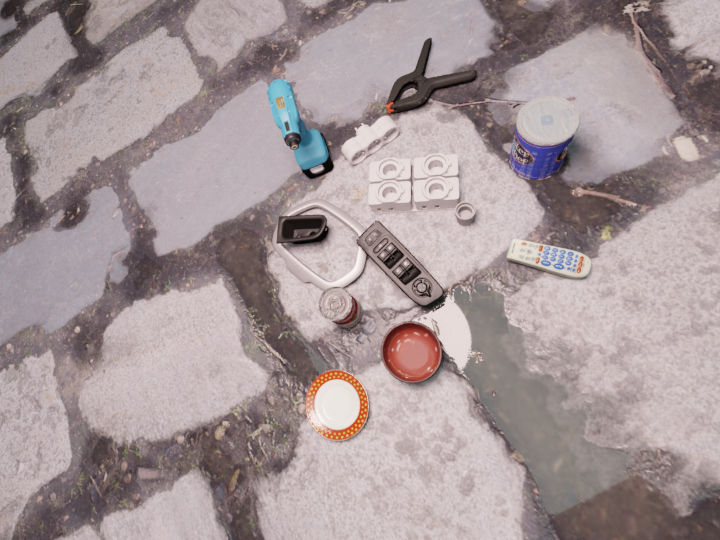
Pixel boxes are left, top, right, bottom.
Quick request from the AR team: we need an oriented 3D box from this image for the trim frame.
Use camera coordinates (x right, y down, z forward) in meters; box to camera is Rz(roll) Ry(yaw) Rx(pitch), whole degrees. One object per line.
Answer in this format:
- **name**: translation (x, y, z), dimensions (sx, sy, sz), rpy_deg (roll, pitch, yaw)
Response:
- **trim frame**: translation (-0.094, -0.061, 0.957), dimensions (0.260, 0.026, 0.184), rpy_deg (37, 86, 25)

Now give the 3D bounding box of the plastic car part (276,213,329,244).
- **plastic car part**: translation (-0.122, -0.086, 0.951), dimensions (0.120, 0.068, 0.067), rpy_deg (-2, 72, 16)

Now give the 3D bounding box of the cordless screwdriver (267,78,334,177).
- **cordless screwdriver**: translation (-0.125, -0.280, 0.925), dimensions (0.075, 0.238, 0.164), rpy_deg (-19, 69, 8)

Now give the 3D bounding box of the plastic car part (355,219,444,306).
- **plastic car part**: translation (0.081, -0.007, 0.861), dimensions (0.066, 0.064, 0.212), rpy_deg (-42, 65, 0)
